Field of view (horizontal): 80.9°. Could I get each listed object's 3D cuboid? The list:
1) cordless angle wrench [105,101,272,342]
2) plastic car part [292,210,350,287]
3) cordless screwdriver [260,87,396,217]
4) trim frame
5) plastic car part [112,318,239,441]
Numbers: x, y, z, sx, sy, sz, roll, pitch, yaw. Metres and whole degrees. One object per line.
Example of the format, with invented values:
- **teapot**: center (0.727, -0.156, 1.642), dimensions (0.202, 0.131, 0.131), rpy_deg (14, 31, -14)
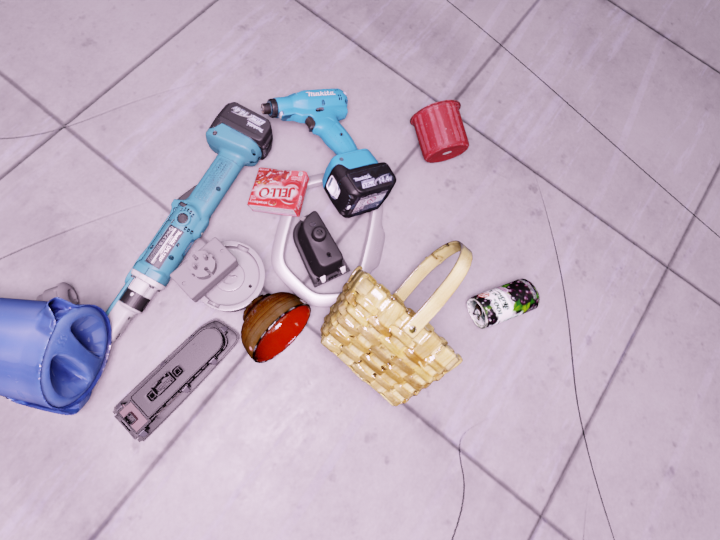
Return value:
- **cordless angle wrench**: center (-0.280, -0.078, 0.678), dimensions (0.098, 0.074, 0.424), rpy_deg (28, 75, 0)
- **plastic car part**: center (-0.065, -0.043, 0.665), dimensions (0.065, 0.071, 0.118), rpy_deg (-25, 82, -16)
- **cordless screwdriver**: center (-0.058, -0.207, 0.710), dimensions (0.154, 0.074, 0.258), rpy_deg (-15, 65, -26)
- **trim frame**: center (-0.049, -0.059, 0.718), dimensions (0.184, 0.027, 0.251), rpy_deg (13, 71, -1)
- **plastic car part**: center (-0.268, 0.149, 0.616), dimensions (0.068, 0.066, 0.201), rpy_deg (41, 71, 11)
